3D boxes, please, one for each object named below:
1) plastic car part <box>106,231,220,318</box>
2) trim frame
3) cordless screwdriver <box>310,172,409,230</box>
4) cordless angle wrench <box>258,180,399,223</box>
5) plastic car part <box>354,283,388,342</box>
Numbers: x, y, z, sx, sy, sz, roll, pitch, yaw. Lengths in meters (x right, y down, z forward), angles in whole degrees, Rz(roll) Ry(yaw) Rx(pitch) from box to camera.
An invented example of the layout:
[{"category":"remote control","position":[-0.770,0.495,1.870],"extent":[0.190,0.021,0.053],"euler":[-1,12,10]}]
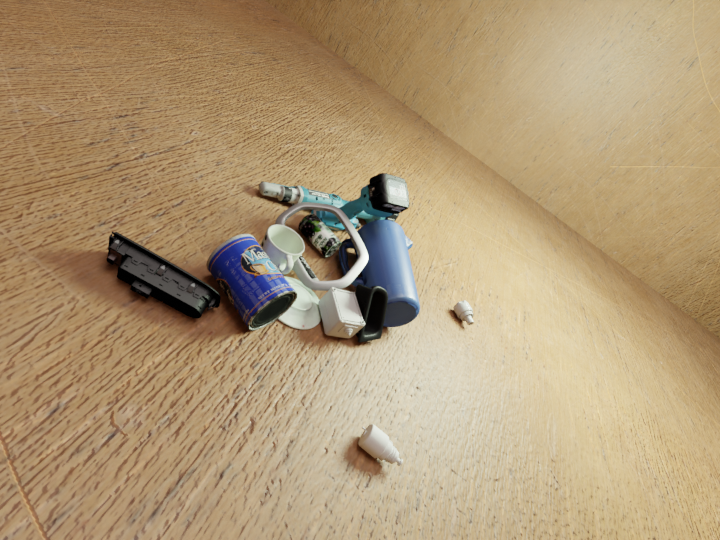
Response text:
[{"category":"plastic car part","position":[-0.321,0.017,0.682],"extent":[0.198,0.067,0.068],"euler":[28,43,-12]},{"category":"trim frame","position":[-0.092,-0.060,0.941],"extent":[0.181,0.027,0.259],"euler":[-20,61,-17]},{"category":"cordless screwdriver","position":[0.012,-0.152,1.048],"extent":[0.151,0.258,0.075],"euler":[9,72,-44]},{"category":"cordless angle wrench","position":[-0.082,-0.184,1.156],"extent":[0.403,0.074,0.103],"euler":[6,42,-34]},{"category":"plastic car part","position":[0.009,0.079,0.870],"extent":[0.063,0.115,0.075],"euler":[0,12,-43]}]
